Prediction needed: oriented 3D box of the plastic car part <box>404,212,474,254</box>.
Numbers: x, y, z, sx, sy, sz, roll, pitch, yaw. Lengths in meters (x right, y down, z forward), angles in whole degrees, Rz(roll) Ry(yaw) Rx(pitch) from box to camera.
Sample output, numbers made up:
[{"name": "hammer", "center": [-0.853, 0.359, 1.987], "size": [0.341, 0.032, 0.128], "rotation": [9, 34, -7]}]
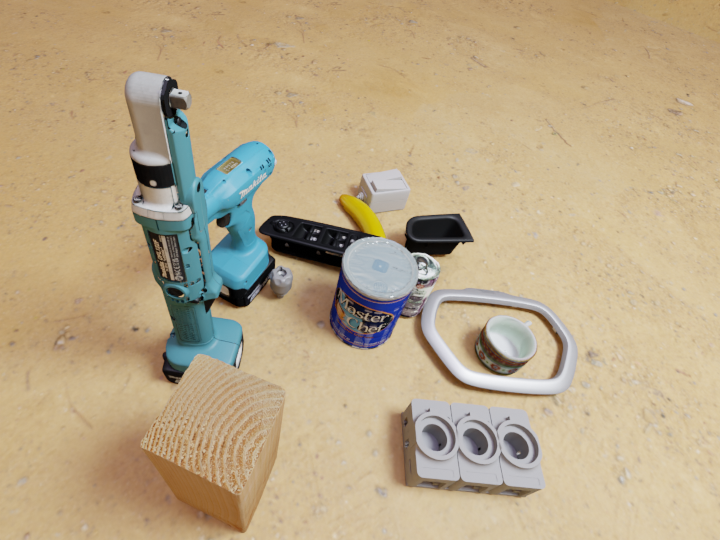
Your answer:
[{"name": "plastic car part", "center": [0.123, -0.054, 0.742], "size": [0.114, 0.069, 0.069], "rotation": [-5, 52, -13]}]

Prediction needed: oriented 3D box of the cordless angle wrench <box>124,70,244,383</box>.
[{"name": "cordless angle wrench", "center": [-0.177, 0.002, 0.429], "size": [0.098, 0.414, 0.076], "rotation": [12, 50, -4]}]

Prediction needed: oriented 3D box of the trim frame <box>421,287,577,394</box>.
[{"name": "trim frame", "center": [0.214, 0.100, 0.653], "size": [0.247, 0.027, 0.190], "rotation": [4, 50, -4]}]

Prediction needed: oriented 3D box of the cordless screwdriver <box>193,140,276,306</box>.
[{"name": "cordless screwdriver", "center": [-0.180, -0.039, 0.574], "size": [0.076, 0.244, 0.158], "rotation": [28, 51, 10]}]

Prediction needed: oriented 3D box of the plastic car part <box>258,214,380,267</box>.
[{"name": "plastic car part", "center": [-0.069, -0.045, 0.711], "size": [0.205, 0.065, 0.067], "rotation": [17, 50, 6]}]
